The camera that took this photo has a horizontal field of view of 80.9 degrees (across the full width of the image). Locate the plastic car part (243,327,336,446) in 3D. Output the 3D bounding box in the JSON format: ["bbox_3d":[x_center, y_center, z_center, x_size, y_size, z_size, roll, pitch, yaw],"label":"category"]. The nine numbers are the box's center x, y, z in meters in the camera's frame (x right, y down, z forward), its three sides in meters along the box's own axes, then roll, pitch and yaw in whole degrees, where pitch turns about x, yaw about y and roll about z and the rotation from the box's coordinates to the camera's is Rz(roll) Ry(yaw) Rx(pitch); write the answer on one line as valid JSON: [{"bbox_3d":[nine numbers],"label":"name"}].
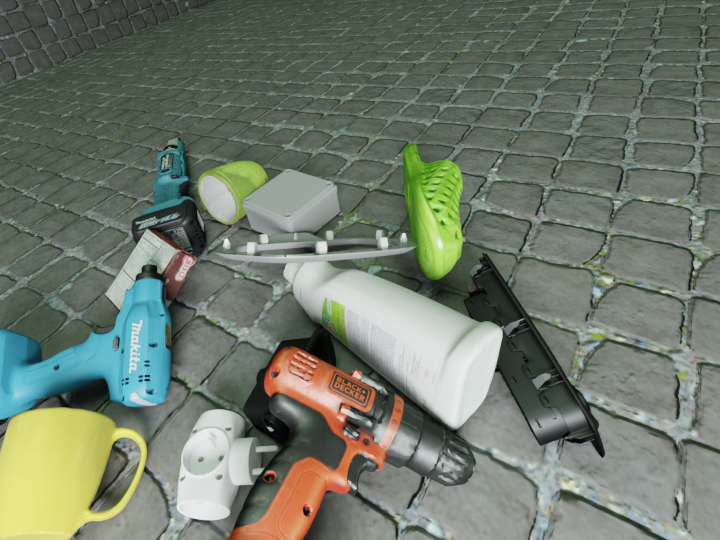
[{"bbox_3d":[-0.073,0.114,0.418,0.073,0.063,0.118,-9,36,25],"label":"plastic car part"}]

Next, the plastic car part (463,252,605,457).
[{"bbox_3d":[0.145,0.074,0.398,0.067,0.063,0.212,-23,42,1],"label":"plastic car part"}]

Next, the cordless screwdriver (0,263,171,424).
[{"bbox_3d":[-0.336,0.084,0.474,0.249,0.072,0.164,-11,63,-1],"label":"cordless screwdriver"}]

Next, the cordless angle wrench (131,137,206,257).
[{"bbox_3d":[-0.350,-0.162,0.785,0.097,0.071,0.444,-19,40,-8],"label":"cordless angle wrench"}]

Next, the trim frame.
[{"bbox_3d":[-0.050,-0.032,0.508,0.240,0.027,0.192,-8,10,-27],"label":"trim frame"}]
